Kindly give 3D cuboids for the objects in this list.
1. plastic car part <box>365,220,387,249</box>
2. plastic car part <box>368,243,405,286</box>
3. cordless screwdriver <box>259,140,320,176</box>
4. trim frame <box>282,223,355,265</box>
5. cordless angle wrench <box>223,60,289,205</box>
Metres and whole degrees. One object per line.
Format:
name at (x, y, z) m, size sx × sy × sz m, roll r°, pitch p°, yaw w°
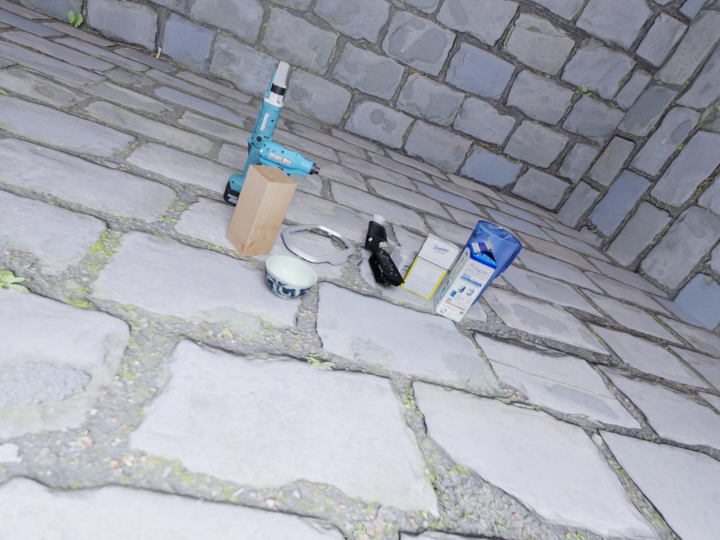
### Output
plastic car part at (0.042, -0.104, 1.358) m, size 0.065 × 0.070 × 0.119 m, roll 21°, pitch 26°, yaw -10°
plastic car part at (0.065, -0.009, 1.202) m, size 0.064 × 0.066 × 0.210 m, roll 17°, pitch 27°, yaw -18°
cordless screwdriver at (-0.220, -0.204, 1.125) m, size 0.157 × 0.247 × 0.076 m, roll 22°, pitch 26°, yaw -8°
trim frame at (-0.120, -0.078, 1.223) m, size 0.193 × 0.027 × 0.239 m, roll 37°, pitch 29°, yaw 25°
cordless angle wrench at (-0.282, -0.376, 1.199) m, size 0.098 × 0.420 × 0.075 m, roll 25°, pitch 25°, yaw -4°
